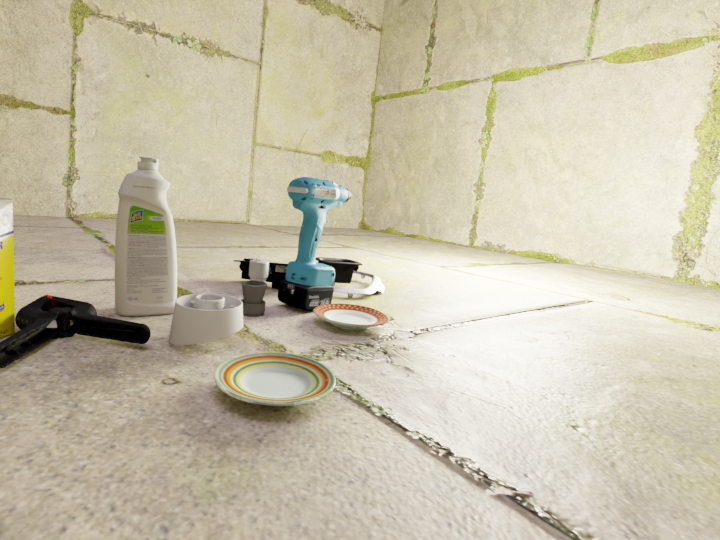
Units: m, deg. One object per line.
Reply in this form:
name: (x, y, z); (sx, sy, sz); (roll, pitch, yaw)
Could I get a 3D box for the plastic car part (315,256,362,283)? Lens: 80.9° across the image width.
plastic car part: (-0.063, 0.006, 1.029); (0.111, 0.070, 0.069); (0, 10, -35)

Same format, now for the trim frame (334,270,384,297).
trim frame: (-0.033, 0.028, 1.044); (0.188, 0.027, 0.246); (7, 9, 8)

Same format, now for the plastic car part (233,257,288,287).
plastic car part: (-0.198, 0.005, 0.968); (0.211, 0.066, 0.064); (9, 9, 24)

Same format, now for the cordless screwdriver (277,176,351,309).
cordless screwdriver: (-0.081, -0.053, 0.827); (0.078, 0.247, 0.152); (11, 9, 36)
